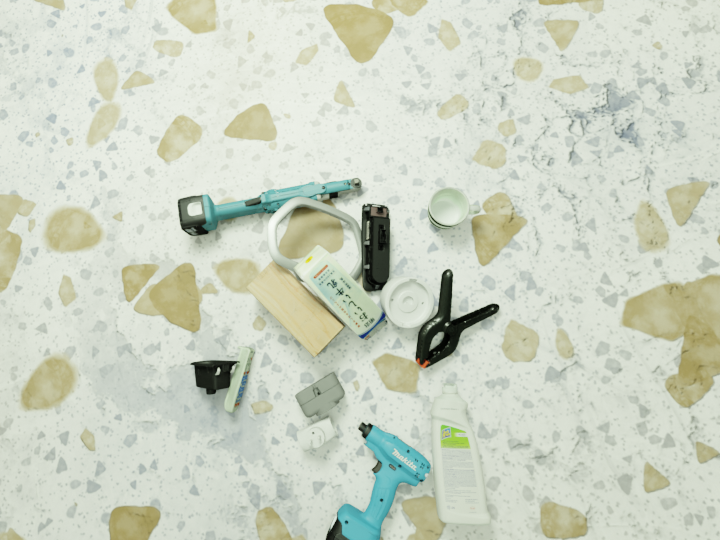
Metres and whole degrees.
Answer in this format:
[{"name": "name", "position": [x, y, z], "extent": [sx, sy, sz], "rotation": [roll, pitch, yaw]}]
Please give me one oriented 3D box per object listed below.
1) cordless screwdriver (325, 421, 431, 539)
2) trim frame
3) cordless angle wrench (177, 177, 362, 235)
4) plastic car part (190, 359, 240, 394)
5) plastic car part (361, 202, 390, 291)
[{"name": "cordless screwdriver", "position": [0.011, 0.446, 0.848], "extent": [0.163, 0.073, 0.248], "rotation": [32, 80, 10]}, {"name": "trim frame", "position": [-0.091, -0.059, 0.927], "extent": [0.238, 0.028, 0.186], "rotation": [19, 71, -26]}, {"name": "cordless angle wrench", "position": [-0.205, -0.162, 0.987], "extent": [0.422, 0.097, 0.075], "rotation": [-11, 81, -1]}, {"name": "plastic car part", "position": [-0.319, 0.230, 0.912], "extent": [0.121, 0.062, 0.072], "rotation": [-14, 77, 41]}, {"name": "plastic car part", "position": [0.041, -0.053, 0.946], "extent": [0.064, 0.069, 0.204], "rotation": [6, 83, -23]}]
